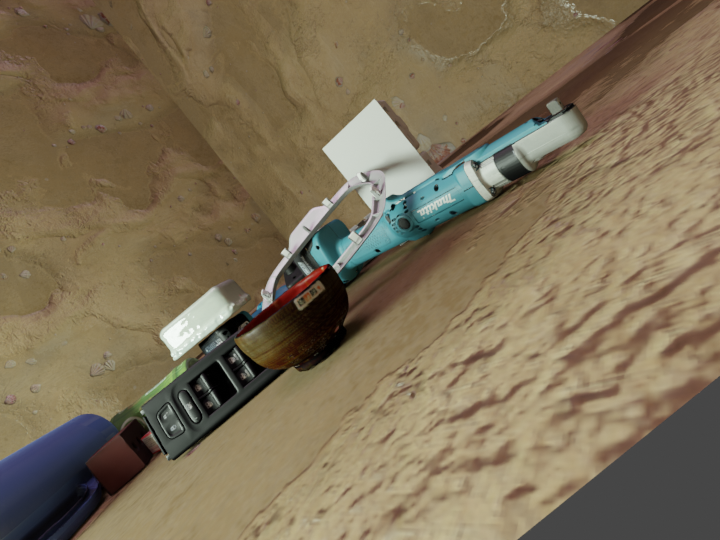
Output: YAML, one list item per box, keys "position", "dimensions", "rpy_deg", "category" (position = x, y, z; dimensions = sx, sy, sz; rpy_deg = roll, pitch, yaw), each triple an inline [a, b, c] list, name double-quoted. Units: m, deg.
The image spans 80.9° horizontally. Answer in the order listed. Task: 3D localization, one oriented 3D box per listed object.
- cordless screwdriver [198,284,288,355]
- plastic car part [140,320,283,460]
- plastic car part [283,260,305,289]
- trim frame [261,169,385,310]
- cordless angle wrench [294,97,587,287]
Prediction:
- position: [-0.197, 0.094, 0.851]
  dimensions: [0.162, 0.074, 0.245]
  rpy_deg: [-36, 5, 28]
  category: "cordless screwdriver"
- position: [-0.131, 0.113, 0.462]
  dimensions: [0.203, 0.069, 0.064]
  rpy_deg: [-40, -23, -2]
  category: "plastic car part"
- position: [-0.106, 0.017, 0.736]
  dimensions: [0.066, 0.068, 0.122]
  rpy_deg: [-39, 28, 0]
  category: "plastic car part"
- position: [-0.055, -0.036, 0.560]
  dimensions: [0.249, 0.026, 0.192]
  rpy_deg: [-51, 27, 6]
  category: "trim frame"
- position: [0.064, -0.072, 0.534]
  dimensions: [0.434, 0.097, 0.073]
  rpy_deg: [-26, 12, 47]
  category: "cordless angle wrench"
